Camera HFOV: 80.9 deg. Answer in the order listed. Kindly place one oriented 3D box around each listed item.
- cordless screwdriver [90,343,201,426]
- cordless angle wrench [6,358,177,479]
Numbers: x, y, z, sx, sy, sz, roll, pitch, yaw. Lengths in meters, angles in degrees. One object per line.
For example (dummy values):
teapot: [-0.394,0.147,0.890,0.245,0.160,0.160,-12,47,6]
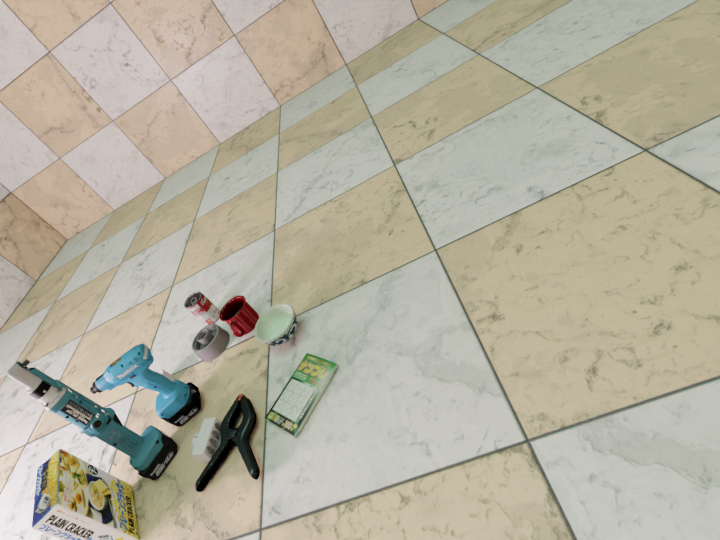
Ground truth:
cordless screwdriver: [-0.527,0.302,1.055,0.159,0.237,0.078,-36,34,-1]
cordless angle wrench: [-0.585,0.328,0.932,0.078,0.402,0.098,5,51,45]
